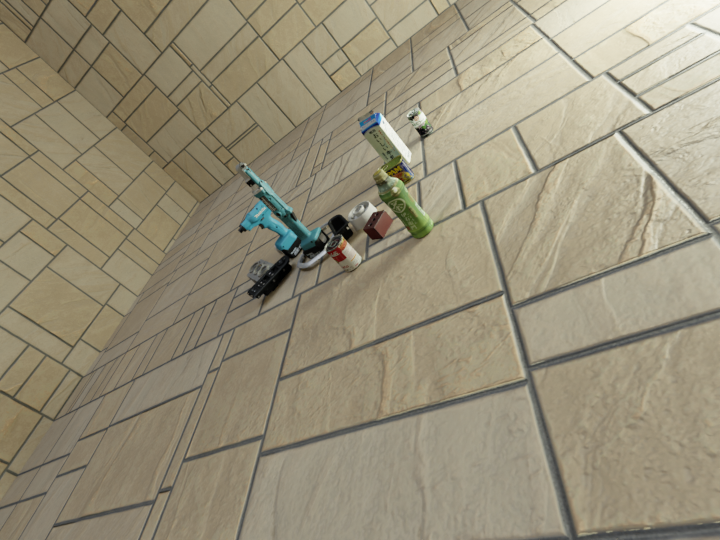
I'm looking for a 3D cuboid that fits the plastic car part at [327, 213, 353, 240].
[{"bbox_3d":[-0.062,-0.142,1.446,0.066,0.068,0.121,-42,28,5],"label":"plastic car part"}]

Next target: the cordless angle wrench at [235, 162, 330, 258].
[{"bbox_3d":[-0.271,-0.207,1.448,0.101,0.405,0.075,-22,32,38],"label":"cordless angle wrench"}]

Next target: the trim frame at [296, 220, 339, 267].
[{"bbox_3d":[-0.151,-0.099,1.547,0.191,0.026,0.251,-18,38,39],"label":"trim frame"}]

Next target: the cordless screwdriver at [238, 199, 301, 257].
[{"bbox_3d":[-0.339,-0.140,1.620,0.159,0.238,0.078,-49,26,-9],"label":"cordless screwdriver"}]

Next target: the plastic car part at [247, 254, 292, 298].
[{"bbox_3d":[-0.322,0.030,1.558,0.202,0.064,0.069,-53,28,-15],"label":"plastic car part"}]
